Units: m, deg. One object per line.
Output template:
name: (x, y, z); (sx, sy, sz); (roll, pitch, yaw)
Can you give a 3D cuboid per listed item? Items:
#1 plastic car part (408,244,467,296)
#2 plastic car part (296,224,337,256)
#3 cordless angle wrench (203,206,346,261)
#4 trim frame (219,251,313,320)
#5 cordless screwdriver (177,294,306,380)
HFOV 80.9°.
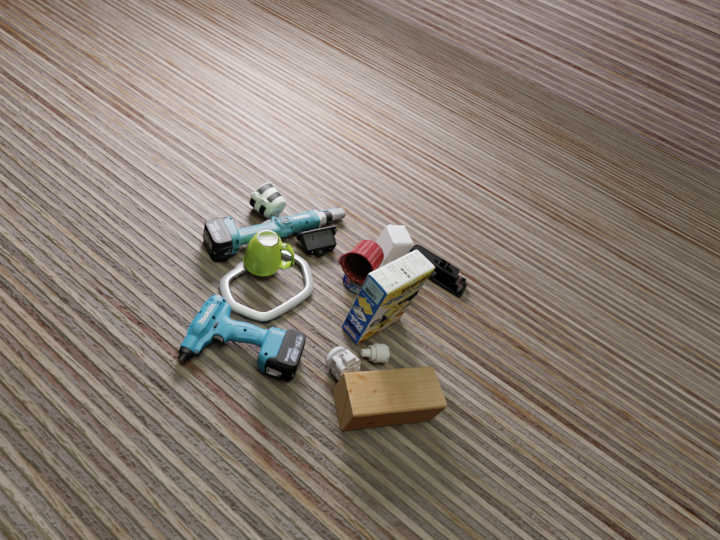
plastic car part: (0.212, -0.009, 1.201); (0.208, 0.066, 0.066); (31, 54, 13)
plastic car part: (-0.113, -0.074, 1.161); (0.113, 0.066, 0.073); (-16, 72, -26)
cordless angle wrench: (-0.214, -0.122, 1.162); (0.409, 0.073, 0.102); (-17, 58, -32)
trim frame: (-0.228, 0.030, 1.051); (0.243, 0.027, 0.191); (-33, 66, -35)
cordless screwdriver: (-0.250, 0.162, 0.898); (0.252, 0.073, 0.160); (21, 51, 6)
